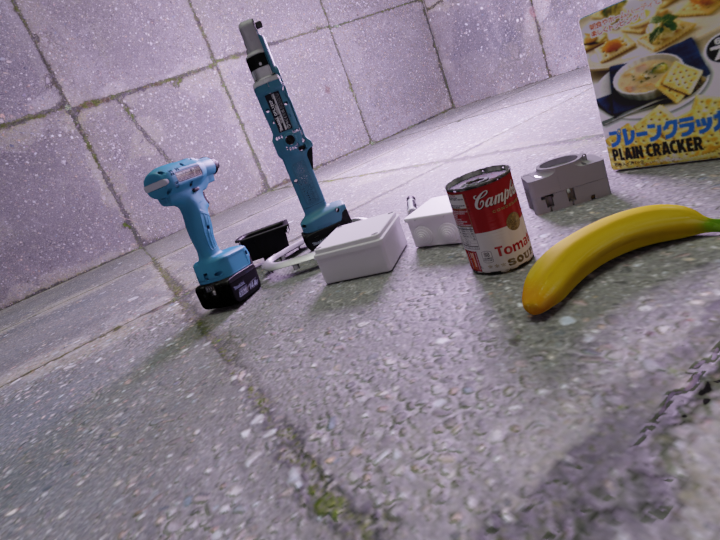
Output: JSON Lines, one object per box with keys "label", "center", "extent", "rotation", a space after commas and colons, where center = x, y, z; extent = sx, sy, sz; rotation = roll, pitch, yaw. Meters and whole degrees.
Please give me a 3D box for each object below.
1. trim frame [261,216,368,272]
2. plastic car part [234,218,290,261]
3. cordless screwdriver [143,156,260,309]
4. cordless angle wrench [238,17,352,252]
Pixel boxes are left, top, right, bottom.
{"label": "trim frame", "center": [-0.080, -0.052, 0.814], "extent": [0.193, 0.027, 0.243], "rotation": [-2, 27, 46]}
{"label": "plastic car part", "center": [-0.196, -0.055, 0.889], "extent": [0.116, 0.069, 0.068], "rotation": [-23, 16, -4]}
{"label": "cordless screwdriver", "center": [-0.249, -0.070, 0.716], "extent": [0.077, 0.243, 0.158], "rotation": [-15, 17, 25]}
{"label": "cordless angle wrench", "center": [-0.126, -0.235, 0.766], "extent": [0.098, 0.413, 0.076], "rotation": [-22, 14, -2]}
